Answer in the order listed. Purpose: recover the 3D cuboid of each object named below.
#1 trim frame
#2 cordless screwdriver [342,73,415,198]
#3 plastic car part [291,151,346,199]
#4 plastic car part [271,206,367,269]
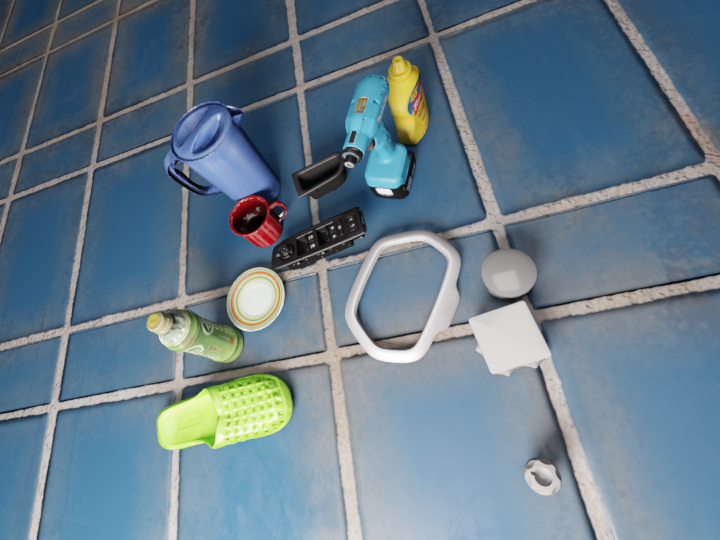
[{"bbox_3d":[0.076,0.040,0.749,0.193,0.026,0.249,18,76,26],"label":"trim frame"},{"bbox_3d":[0.031,-0.200,0.747,0.077,0.237,0.160,10,73,21],"label":"cordless screwdriver"},{"bbox_3d":[-0.074,-0.188,0.879,0.118,0.067,0.068,-24,63,10],"label":"plastic car part"},{"bbox_3d":[-0.081,-0.053,0.827,0.206,0.064,0.068,-20,64,12],"label":"plastic car part"}]
